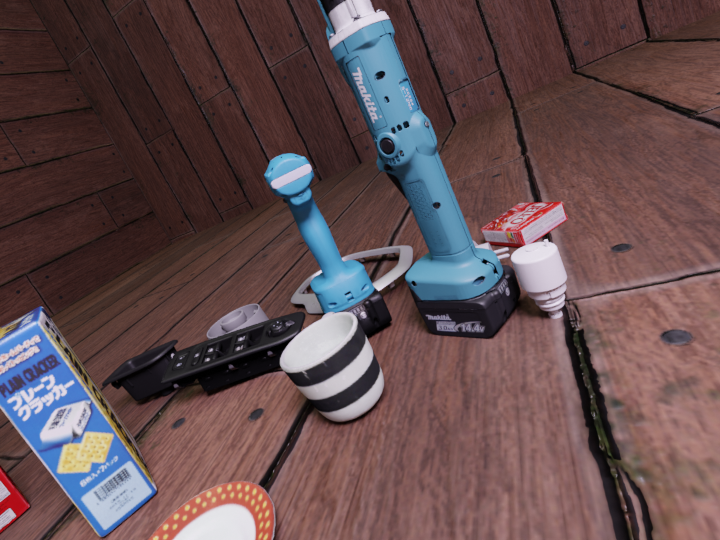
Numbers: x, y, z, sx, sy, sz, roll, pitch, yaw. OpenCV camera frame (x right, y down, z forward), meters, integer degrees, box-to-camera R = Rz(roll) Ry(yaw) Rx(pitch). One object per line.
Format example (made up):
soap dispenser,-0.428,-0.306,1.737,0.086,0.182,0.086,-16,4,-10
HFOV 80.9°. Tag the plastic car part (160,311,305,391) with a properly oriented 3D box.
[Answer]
plastic car part,-0.160,0.116,0.569,0.205,0.065,0.067,-24,16,7

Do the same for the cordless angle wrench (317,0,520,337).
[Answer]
cordless angle wrench,0.040,-0.129,0.416,0.102,0.413,0.073,-9,21,49

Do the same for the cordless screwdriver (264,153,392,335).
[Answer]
cordless screwdriver,-0.054,-0.036,0.557,0.074,0.243,0.164,-27,15,-7

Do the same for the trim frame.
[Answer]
trim frame,-0.017,0.012,0.718,0.259,0.027,0.181,-6,27,46

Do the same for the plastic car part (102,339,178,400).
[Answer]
plastic car part,-0.318,0.161,0.649,0.118,0.069,0.066,-21,17,15
